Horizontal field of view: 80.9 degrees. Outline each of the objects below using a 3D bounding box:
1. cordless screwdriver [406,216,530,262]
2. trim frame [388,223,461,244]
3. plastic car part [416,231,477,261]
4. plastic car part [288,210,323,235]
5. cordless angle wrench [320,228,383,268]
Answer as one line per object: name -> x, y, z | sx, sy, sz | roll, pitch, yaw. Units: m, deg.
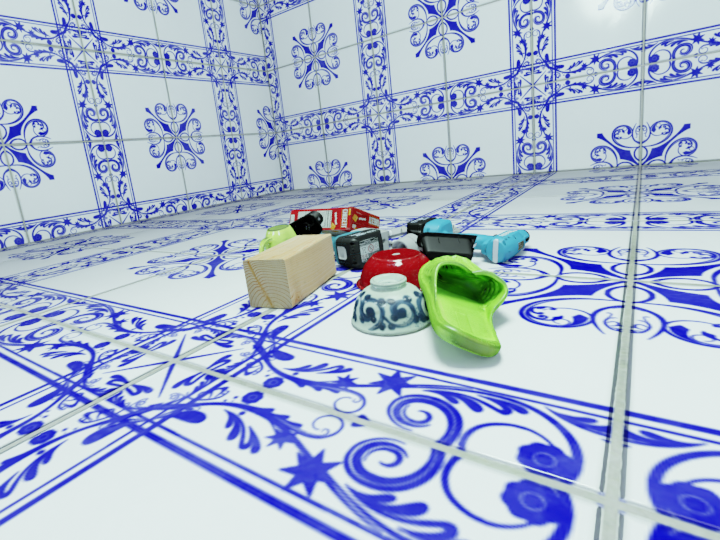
cordless screwdriver -> 0.239, -0.075, 0.956 | 0.262, 0.073, 0.154 | 12, 23, 41
trim frame -> 0.161, -0.105, 1.180 | 0.241, 0.027, 0.193 | -18, 18, -29
plastic car part -> 0.173, -0.033, 0.838 | 0.116, 0.064, 0.073 | 4, 35, -2
plastic car part -> -0.159, -0.099, 1.080 | 0.209, 0.065, 0.066 | -21, 20, 48
cordless angle wrench -> -0.108, -0.071, 1.106 | 0.095, 0.073, 0.444 | -18, 16, -33
